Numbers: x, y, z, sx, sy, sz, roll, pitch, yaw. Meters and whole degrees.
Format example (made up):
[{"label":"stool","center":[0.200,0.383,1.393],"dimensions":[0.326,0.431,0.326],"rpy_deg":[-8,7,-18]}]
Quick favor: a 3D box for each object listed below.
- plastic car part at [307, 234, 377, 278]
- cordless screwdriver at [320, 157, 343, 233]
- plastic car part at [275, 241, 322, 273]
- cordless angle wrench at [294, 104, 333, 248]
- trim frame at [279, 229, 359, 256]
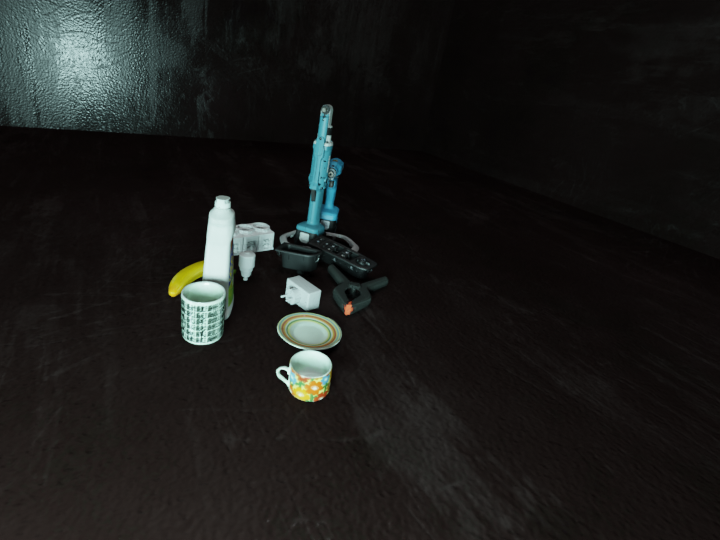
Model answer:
[{"label":"plastic car part","center":[-0.053,-0.032,1.173],"dimensions":[0.213,0.066,0.064],"rpy_deg":[22,27,27]},{"label":"cordless screwdriver","center":[-0.102,-0.233,1.377],"dimensions":[0.075,0.244,0.161],"rpy_deg":[11,23,0]},{"label":"plastic car part","center":[-0.164,-0.027,1.122],"dimensions":[0.119,0.070,0.065],"rpy_deg":[15,24,13]},{"label":"cordless angle wrench","center":[-0.124,-0.265,1.233],"dimensions":[0.077,0.416,0.097],"rpy_deg":[17,24,14]},{"label":"trim frame","center":[-0.128,-0.084,1.307],"dimensions":[0.250,0.027,0.186],"rpy_deg":[10,25,3]}]
